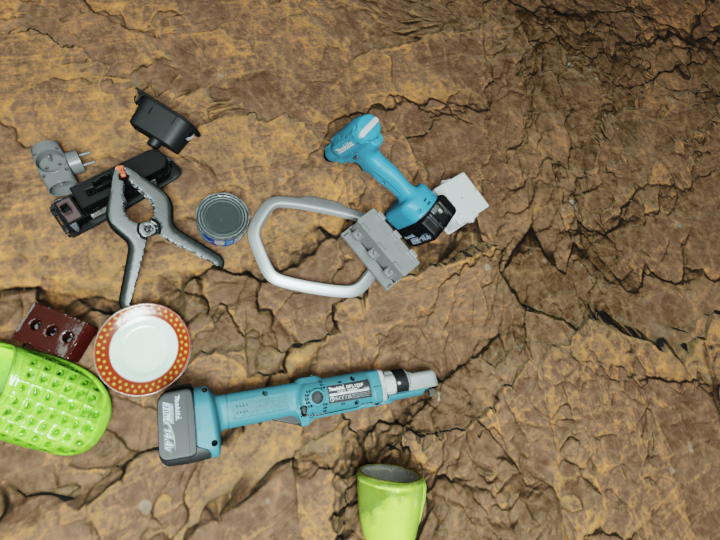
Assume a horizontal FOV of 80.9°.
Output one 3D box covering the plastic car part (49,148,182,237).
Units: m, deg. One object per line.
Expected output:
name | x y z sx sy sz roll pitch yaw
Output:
plastic car part | -0.385 -0.137 0.670 0.199 0.066 0.068 -37 78 -26

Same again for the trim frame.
trim frame | -0.072 -0.047 0.735 0.244 0.027 0.187 8 69 -10

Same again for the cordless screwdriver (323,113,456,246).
cordless screwdriver | 0.041 -0.154 0.759 0.243 0.164 0.074 47 67 -14

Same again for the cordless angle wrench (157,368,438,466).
cordless angle wrench | -0.072 0.190 0.624 0.411 0.075 0.100 -5 73 -19

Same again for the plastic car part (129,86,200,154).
plastic car part | -0.344 -0.244 0.724 0.115 0.067 0.071 35 81 -5
